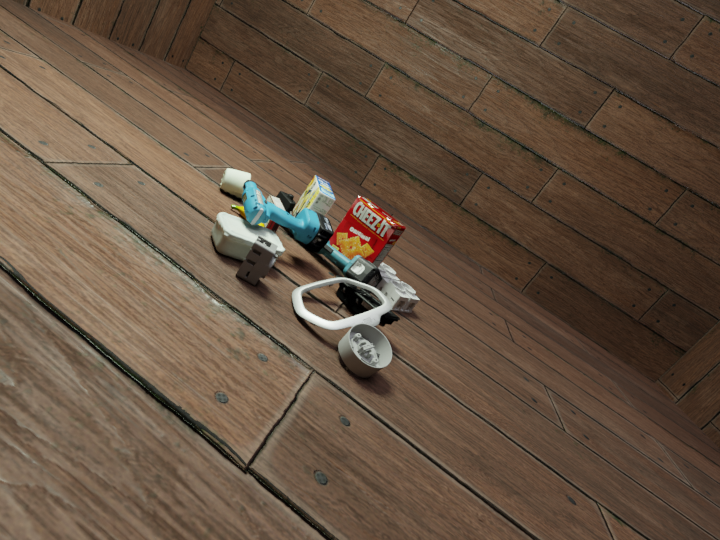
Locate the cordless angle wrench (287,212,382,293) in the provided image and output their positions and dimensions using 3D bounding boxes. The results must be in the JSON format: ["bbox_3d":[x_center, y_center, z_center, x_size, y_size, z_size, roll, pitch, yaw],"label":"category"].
[{"bbox_3d":[-0.123,-0.080,1.256,0.444,0.074,0.093,37,-13,28],"label":"cordless angle wrench"}]

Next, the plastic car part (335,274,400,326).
[{"bbox_3d":[0.004,0.080,1.054,0.063,0.067,0.215,6,26,-43],"label":"plastic car part"}]

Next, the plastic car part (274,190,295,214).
[{"bbox_3d":[-0.258,-0.235,1.463,0.062,0.071,0.123,16,21,-42],"label":"plastic car part"}]

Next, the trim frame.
[{"bbox_3d":[-0.041,0.072,0.949,0.238,0.027,0.195,-12,34,-43],"label":"trim frame"}]

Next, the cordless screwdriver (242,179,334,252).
[{"bbox_3d":[-0.194,-0.147,1.096,0.236,0.075,0.167,22,29,-35],"label":"cordless screwdriver"}]
